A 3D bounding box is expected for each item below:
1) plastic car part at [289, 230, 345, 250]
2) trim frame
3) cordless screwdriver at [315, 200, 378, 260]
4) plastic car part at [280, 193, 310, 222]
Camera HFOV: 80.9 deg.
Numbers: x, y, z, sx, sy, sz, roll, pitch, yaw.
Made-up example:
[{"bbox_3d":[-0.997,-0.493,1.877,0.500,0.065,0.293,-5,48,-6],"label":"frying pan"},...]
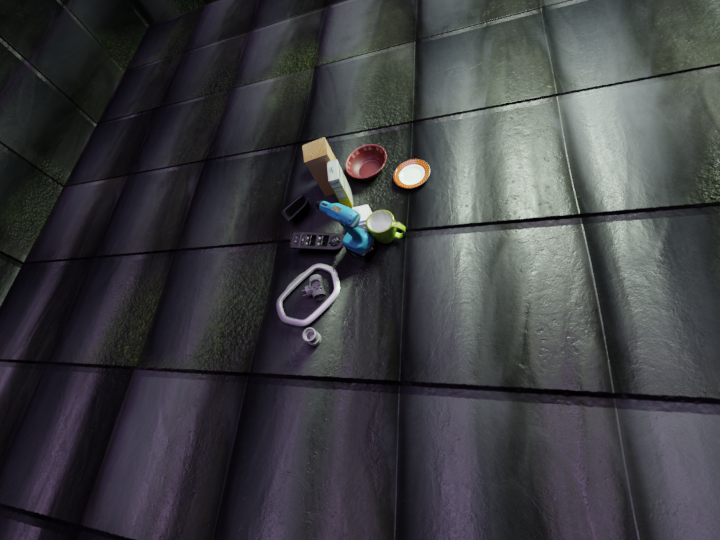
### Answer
[{"bbox_3d":[-0.146,-0.095,1.491,0.211,0.063,0.067,2,63,25],"label":"plastic car part"},{"bbox_3d":[-0.176,0.080,1.426,0.248,0.026,0.194,-46,55,-6],"label":"trim frame"},{"bbox_3d":[-0.044,-0.134,1.362,0.168,0.236,0.074,27,75,32],"label":"cordless screwdriver"},{"bbox_3d":[-0.233,-0.227,1.603,0.116,0.067,0.069,-40,55,-2],"label":"plastic car part"}]
